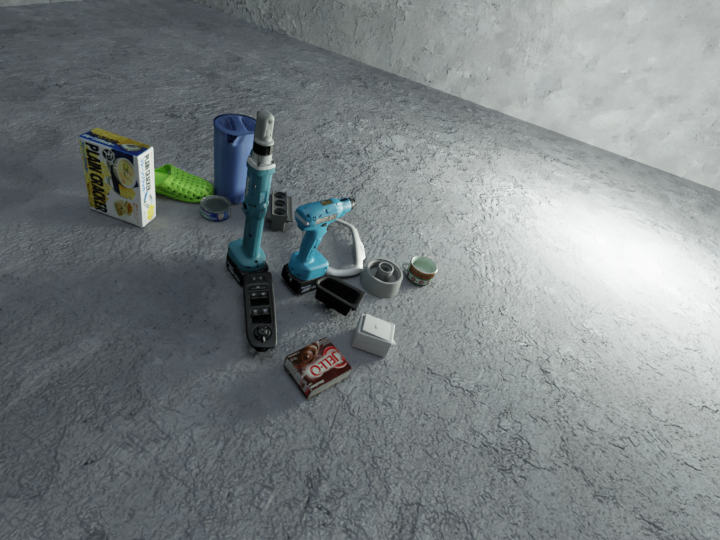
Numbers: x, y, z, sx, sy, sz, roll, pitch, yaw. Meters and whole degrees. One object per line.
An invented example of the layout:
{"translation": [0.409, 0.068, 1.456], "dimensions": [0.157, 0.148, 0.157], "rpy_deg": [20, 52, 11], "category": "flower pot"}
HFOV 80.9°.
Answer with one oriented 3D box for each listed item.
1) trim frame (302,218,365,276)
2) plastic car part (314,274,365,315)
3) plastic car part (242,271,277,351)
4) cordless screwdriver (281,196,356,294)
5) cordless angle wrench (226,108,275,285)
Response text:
{"translation": [-0.075, -0.071, 1.191], "dimensions": [0.181, 0.027, 0.258], "rpy_deg": [5, 41, -12], "category": "trim frame"}
{"translation": [-0.058, 0.065, 1.005], "dimensions": [0.119, 0.070, 0.065], "rpy_deg": [26, 40, 11], "category": "plastic car part"}
{"translation": [-0.222, 0.094, 0.922], "dimensions": [0.064, 0.066, 0.212], "rpy_deg": [1, 42, -19], "category": "plastic car part"}
{"translation": [-0.098, -0.064, 1.006], "dimensions": [0.154, 0.245, 0.078], "rpy_deg": [-21, 54, -38], "category": "cordless screwdriver"}
{"translation": [-0.231, -0.146, 0.925], "dimensions": [0.072, 0.416, 0.103], "rpy_deg": [-19, 53, -38], "category": "cordless angle wrench"}
